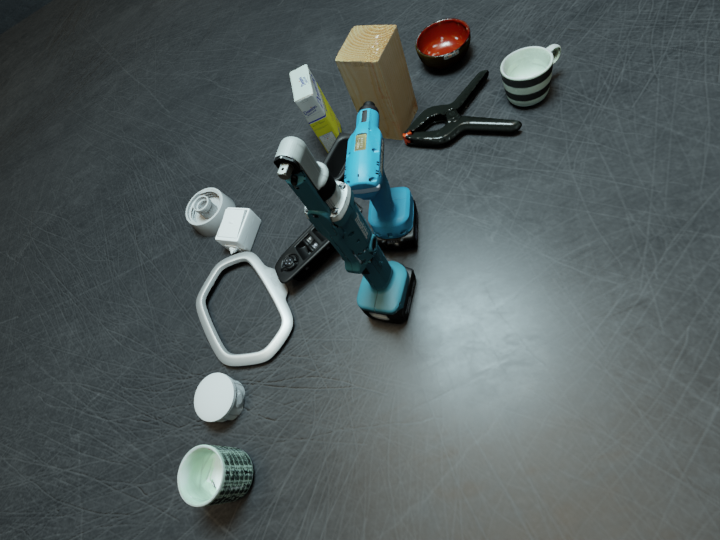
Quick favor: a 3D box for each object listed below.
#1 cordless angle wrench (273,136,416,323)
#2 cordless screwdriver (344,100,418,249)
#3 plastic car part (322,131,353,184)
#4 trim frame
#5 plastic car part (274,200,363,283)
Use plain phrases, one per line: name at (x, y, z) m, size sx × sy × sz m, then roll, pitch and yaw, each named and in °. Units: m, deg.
cordless angle wrench at (-0.007, -0.035, 0.562) m, size 0.077 × 0.402 × 0.099 m, roll 7°, pitch 68°, yaw 23°
cordless screwdriver at (0.037, -0.143, 0.696) m, size 0.077 × 0.236 × 0.162 m, roll -4°, pitch 64°, yaw 18°
plastic car part at (-0.032, -0.212, 0.860) m, size 0.069 × 0.067 × 0.117 m, roll 19°, pitch 74°, yaw 28°
trim frame at (-0.229, 0.071, 0.827) m, size 0.184 × 0.026 × 0.261 m, roll -39°, pitch 57°, yaw 1°
plastic car part at (-0.078, -0.051, 0.802) m, size 0.203 × 0.064 × 0.070 m, roll -42°, pitch 58°, yaw -1°
